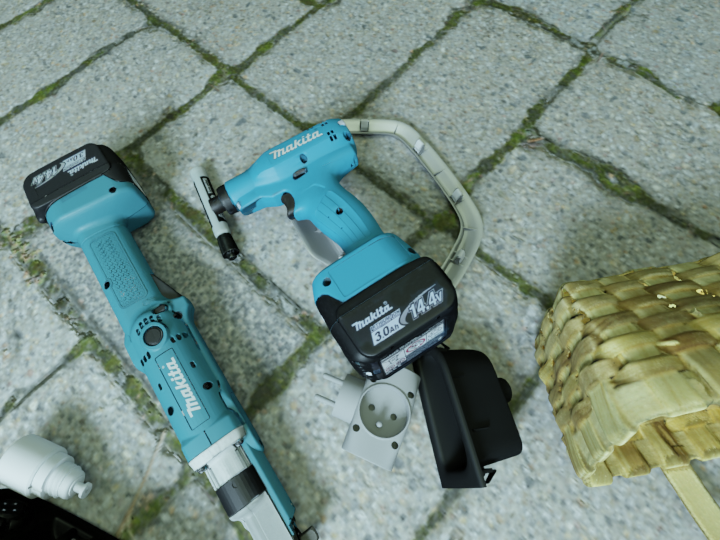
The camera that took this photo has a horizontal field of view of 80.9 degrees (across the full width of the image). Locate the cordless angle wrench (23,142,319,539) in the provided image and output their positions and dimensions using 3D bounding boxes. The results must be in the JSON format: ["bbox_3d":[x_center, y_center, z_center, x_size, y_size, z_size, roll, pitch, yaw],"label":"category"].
[{"bbox_3d":[-0.176,0.061,0.382,0.097,0.072,0.438,-34,71,-12],"label":"cordless angle wrench"}]

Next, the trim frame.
[{"bbox_3d":[0.017,-0.075,0.453,0.183,0.027,0.257,-26,69,-7],"label":"trim frame"}]

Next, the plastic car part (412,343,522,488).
[{"bbox_3d":[0.093,0.111,0.352,0.069,0.065,0.120,0,62,-16],"label":"plastic car part"}]

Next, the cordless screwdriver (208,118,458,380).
[{"bbox_3d":[-0.037,-0.024,0.379,0.159,0.071,0.260,-28,59,-2],"label":"cordless screwdriver"}]

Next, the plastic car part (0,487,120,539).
[{"bbox_3d":[-0.221,0.231,0.316,0.208,0.065,0.067,24,95,11],"label":"plastic car part"}]
